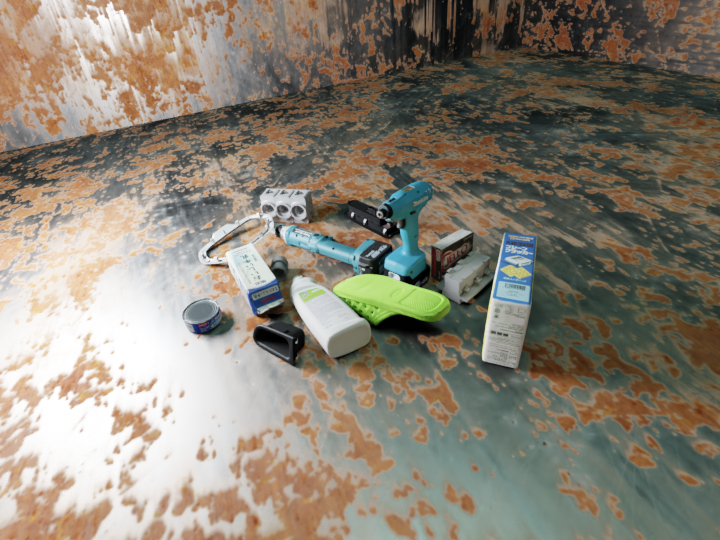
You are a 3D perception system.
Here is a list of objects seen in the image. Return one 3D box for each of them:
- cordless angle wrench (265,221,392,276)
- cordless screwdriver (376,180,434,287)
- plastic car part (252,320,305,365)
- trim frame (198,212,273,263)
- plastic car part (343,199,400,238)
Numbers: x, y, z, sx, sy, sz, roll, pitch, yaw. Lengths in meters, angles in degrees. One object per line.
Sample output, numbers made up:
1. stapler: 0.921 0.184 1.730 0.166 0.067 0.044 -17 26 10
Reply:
1. cordless angle wrench: -0.111 -0.073 1.139 0.446 0.072 0.096 19 42 36
2. cordless screwdriver: 0.091 -0.060 0.926 0.078 0.241 0.155 24 40 36
3. plastic car part: -0.160 0.136 0.876 0.123 0.064 0.068 18 27 36
4. trim frame: -0.359 -0.097 1.224 0.195 0.026 0.246 19 54 44
5. plastic car part: 0.025 -0.158 1.235 0.065 0.064 0.215 -36 41 -25
